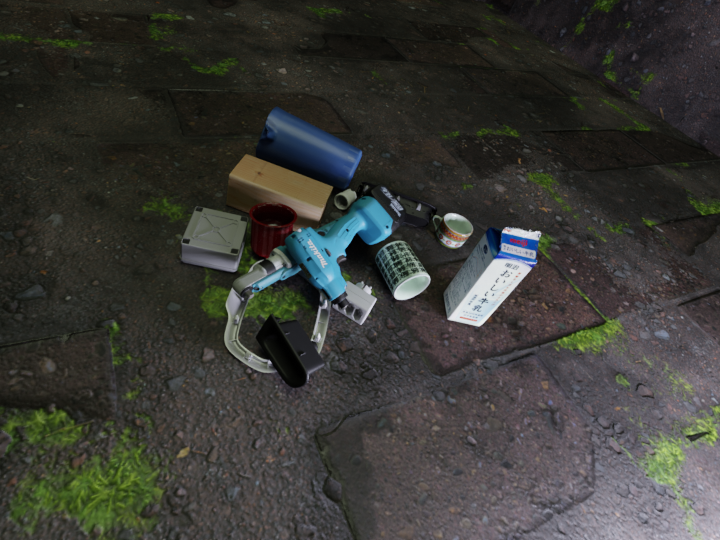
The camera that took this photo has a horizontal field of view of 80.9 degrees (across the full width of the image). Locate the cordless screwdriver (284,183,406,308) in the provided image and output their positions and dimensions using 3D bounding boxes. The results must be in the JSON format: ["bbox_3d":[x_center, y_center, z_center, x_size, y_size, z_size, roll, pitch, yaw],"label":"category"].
[{"bbox_3d":[-0.009,-0.052,0.799,0.244,0.075,0.160,-37,89,-33],"label":"cordless screwdriver"}]

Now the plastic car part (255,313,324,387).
[{"bbox_3d":[-0.103,0.125,0.673,0.068,0.066,0.121,-15,57,-48],"label":"plastic car part"}]

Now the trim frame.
[{"bbox_3d":[-0.146,0.069,0.761,0.183,0.027,0.253,14,47,-3],"label":"trim frame"}]

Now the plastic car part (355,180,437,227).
[{"bbox_3d":[0.088,-0.153,1.019,0.201,0.065,0.068,15,55,-5],"label":"plastic car part"}]

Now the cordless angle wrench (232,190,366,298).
[{"bbox_3d":[-0.083,-0.054,0.846,0.101,0.073,0.412,40,46,18],"label":"cordless angle wrench"}]
